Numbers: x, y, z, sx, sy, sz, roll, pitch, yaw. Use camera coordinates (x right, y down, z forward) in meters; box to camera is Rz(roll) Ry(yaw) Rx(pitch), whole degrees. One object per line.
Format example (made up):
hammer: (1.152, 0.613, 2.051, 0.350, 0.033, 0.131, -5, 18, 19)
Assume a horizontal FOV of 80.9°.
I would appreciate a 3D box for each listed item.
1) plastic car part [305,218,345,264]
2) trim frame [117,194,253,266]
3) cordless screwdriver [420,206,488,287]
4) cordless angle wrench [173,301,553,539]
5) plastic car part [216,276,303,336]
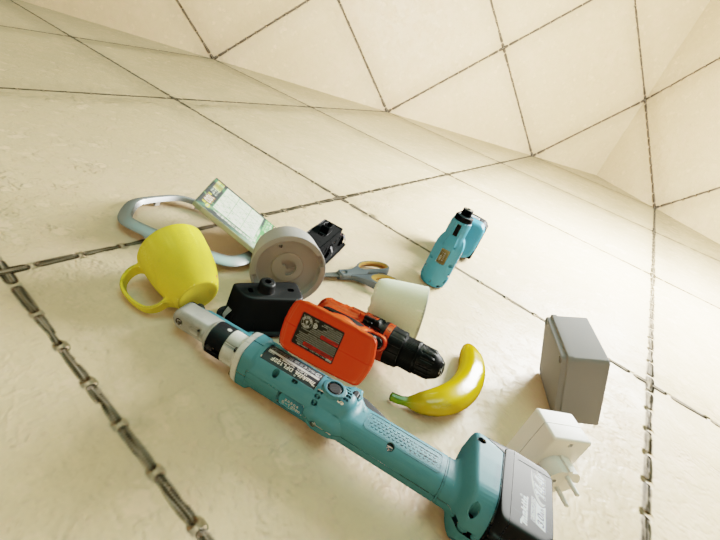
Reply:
plastic car part: (-0.073, -0.047, 0.742, 0.067, 0.067, 0.201, 35, 29, 2)
trim frame: (-0.275, -0.070, 0.704, 0.249, 0.027, 0.185, 22, 28, 1)
cordless screwdriver: (0.203, -0.073, 0.859, 0.077, 0.157, 0.243, 30, 28, 14)
cordless angle wrench: (-0.031, 0.142, 0.443, 0.437, 0.073, 0.096, 26, 29, 17)
plastic car part: (-0.122, 0.043, 0.554, 0.111, 0.070, 0.069, 6, 31, -30)
